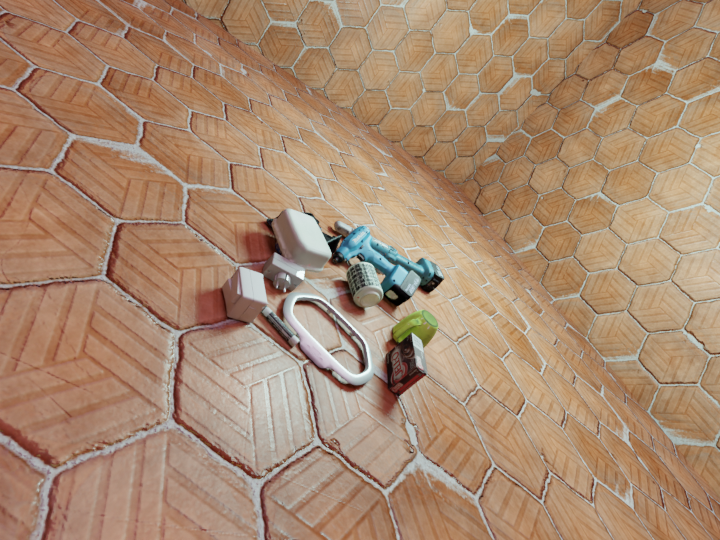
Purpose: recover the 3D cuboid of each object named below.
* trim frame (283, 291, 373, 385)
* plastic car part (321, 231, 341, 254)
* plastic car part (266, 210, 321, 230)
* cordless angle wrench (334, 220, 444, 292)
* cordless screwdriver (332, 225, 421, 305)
[{"bbox_3d":[-0.067,0.139,0.903,0.251,0.028,0.181,44,24,4],"label":"trim frame"},{"bbox_3d":[-0.113,-0.074,1.158,0.074,0.065,0.113,33,25,18],"label":"plastic car part"},{"bbox_3d":[-0.171,-0.130,1.164,0.194,0.068,0.068,-10,63,-55],"label":"plastic car part"},{"bbox_3d":[0.090,-0.056,1.392,0.407,0.074,0.101,27,28,-21],"label":"cordless angle wrench"},{"bbox_3d":[0.042,-0.002,1.210,0.251,0.075,0.157,44,52,3],"label":"cordless screwdriver"}]
